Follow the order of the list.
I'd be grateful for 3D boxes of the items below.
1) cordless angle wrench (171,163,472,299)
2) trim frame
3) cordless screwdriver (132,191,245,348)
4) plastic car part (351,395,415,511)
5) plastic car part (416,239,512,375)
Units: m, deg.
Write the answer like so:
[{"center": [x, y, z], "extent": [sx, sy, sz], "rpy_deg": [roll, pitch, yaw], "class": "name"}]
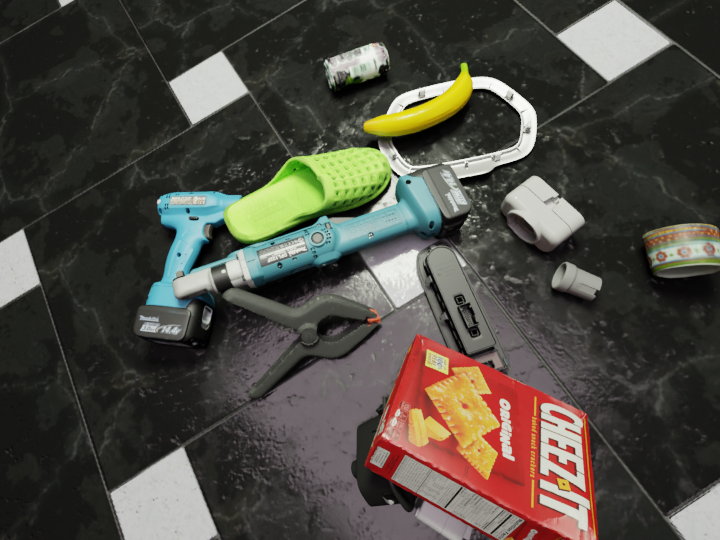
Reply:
[{"center": [-0.059, -0.038, 0.599], "extent": [0.420, 0.072, 0.101], "rpy_deg": [-19, 70, -5], "class": "cordless angle wrench"}, {"center": [0.153, -0.229, 0.679], "extent": [0.250, 0.027, 0.188], "rpy_deg": [-9, 71, 5], "class": "trim frame"}, {"center": [-0.249, -0.010, 0.653], "extent": [0.161, 0.072, 0.254], "rpy_deg": [-1, 68, 6], "class": "cordless screwdriver"}, {"center": [0.022, 0.228, 0.515], "extent": [0.072, 0.063, 0.119], "rpy_deg": [-28, 31, 27], "class": "plastic car part"}, {"center": [0.132, 0.049, 0.574], "extent": [0.067, 0.064, 0.210], "rpy_deg": [-23, 67, 7], "class": "plastic car part"}]
